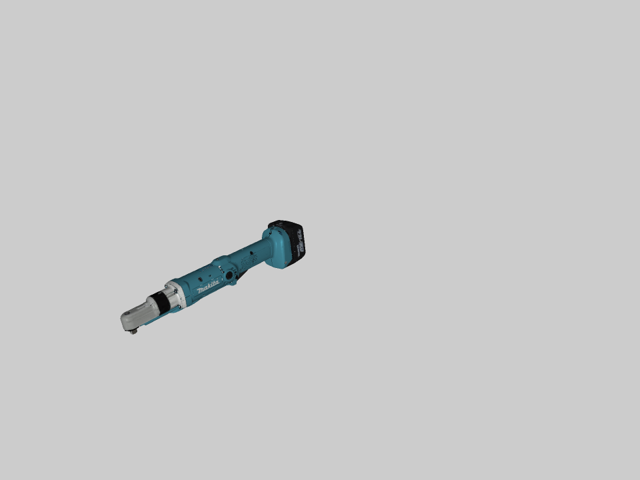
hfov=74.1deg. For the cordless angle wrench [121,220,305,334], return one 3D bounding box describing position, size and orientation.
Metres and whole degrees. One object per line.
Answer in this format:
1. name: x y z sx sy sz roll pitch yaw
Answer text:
1. cordless angle wrench: -0.200 0.067 0.860 0.074 0.098 0.421 14 30 39
